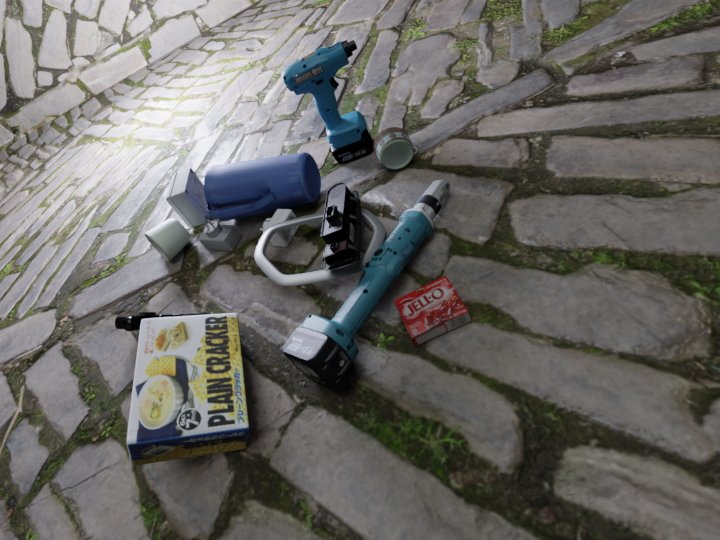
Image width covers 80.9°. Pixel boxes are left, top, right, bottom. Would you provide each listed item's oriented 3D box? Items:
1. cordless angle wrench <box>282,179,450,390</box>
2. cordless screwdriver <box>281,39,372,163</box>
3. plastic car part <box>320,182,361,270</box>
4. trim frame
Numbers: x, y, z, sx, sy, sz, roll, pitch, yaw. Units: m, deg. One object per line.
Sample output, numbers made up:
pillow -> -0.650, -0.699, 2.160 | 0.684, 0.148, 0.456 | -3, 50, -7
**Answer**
cordless angle wrench -> 0.041, -0.009, 0.687 | 0.103, 0.071, 0.421 | 2, 48, 51
cordless screwdriver -> -0.040, -0.358, 0.910 | 0.163, 0.235, 0.077 | -19, 45, 19
plastic car part -> -0.039, -0.092, 0.755 | 0.068, 0.064, 0.208 | -26, 34, 25
trim frame -> -0.077, -0.050, 0.788 | 0.250, 0.026, 0.191 | -14, 49, 4
